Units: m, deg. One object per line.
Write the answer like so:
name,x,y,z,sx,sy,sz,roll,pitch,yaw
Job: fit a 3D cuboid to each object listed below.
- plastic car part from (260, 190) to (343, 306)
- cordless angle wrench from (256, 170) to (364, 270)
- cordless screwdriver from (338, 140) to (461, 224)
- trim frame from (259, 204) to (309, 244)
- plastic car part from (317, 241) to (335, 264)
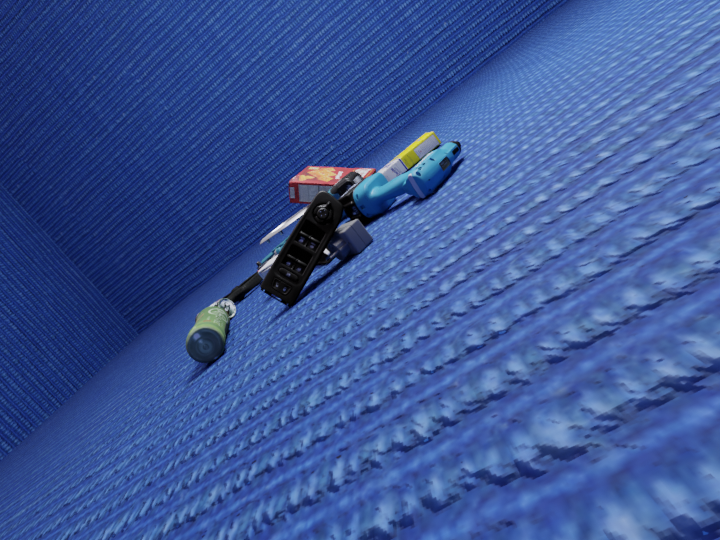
plastic car part,-0.092,-0.039,0.739,0.203,0.068,0.065,-61,-12,3
cordless angle wrench,-0.143,-0.100,1.134,0.431,0.096,0.074,-35,11,32
cordless screwdriver,0.078,-0.177,0.843,0.258,0.072,0.157,-13,28,52
trim frame,-0.208,-0.142,1.256,0.255,0.027,0.182,-25,18,47
plastic car part,-0.085,-0.055,0.867,0.065,0.069,0.120,-41,16,-20
